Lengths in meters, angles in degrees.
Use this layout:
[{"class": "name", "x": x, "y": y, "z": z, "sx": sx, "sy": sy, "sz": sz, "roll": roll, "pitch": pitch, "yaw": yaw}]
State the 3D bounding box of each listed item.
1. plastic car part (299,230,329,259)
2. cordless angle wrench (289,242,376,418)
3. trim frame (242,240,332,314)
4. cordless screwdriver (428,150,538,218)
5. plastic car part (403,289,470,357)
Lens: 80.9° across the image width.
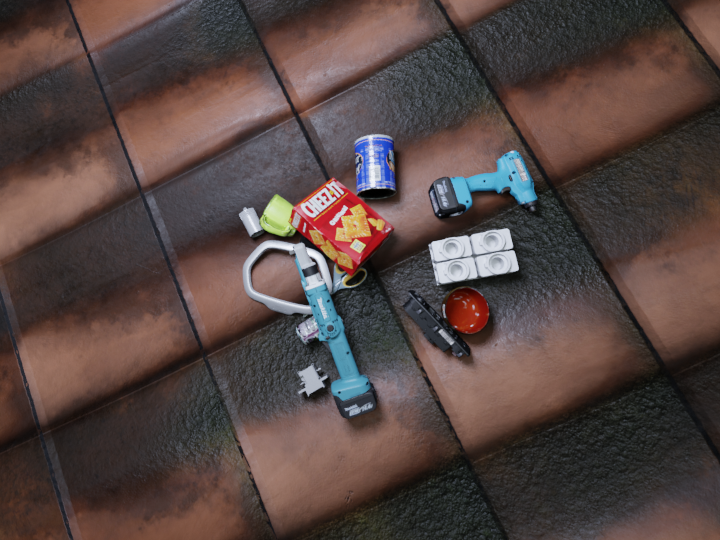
[{"class": "plastic car part", "x": -0.107, "y": -0.070, "z": 1.096, "sx": 0.118, "sy": 0.070, "sz": 0.066, "roll": 28, "pitch": 49, "yaw": 4}, {"class": "cordless angle wrench", "x": -0.073, "y": 0.134, "z": 1.007, "sx": 0.098, "sy": 0.074, "sz": 0.421, "roll": -20, "pitch": 92, "yaw": 0}, {"class": "trim frame", "x": -0.193, "y": 0.021, "z": 1.100, "sx": 0.254, "sy": 0.027, "sz": 0.184, "roll": 13, "pitch": 91, "yaw": 12}, {"class": "cordless screwdriver", "x": 0.309, "y": -0.190, "z": 1.061, "sx": 0.249, "sy": 0.073, "sz": 0.162, "roll": -19, "pitch": 80, "yaw": 0}, {"class": "plastic car part", "x": 0.178, "y": 0.133, "z": 1.034, "sx": 0.068, "sy": 0.064, "sz": 0.207, "roll": -44, "pitch": 79, "yaw": 24}]
